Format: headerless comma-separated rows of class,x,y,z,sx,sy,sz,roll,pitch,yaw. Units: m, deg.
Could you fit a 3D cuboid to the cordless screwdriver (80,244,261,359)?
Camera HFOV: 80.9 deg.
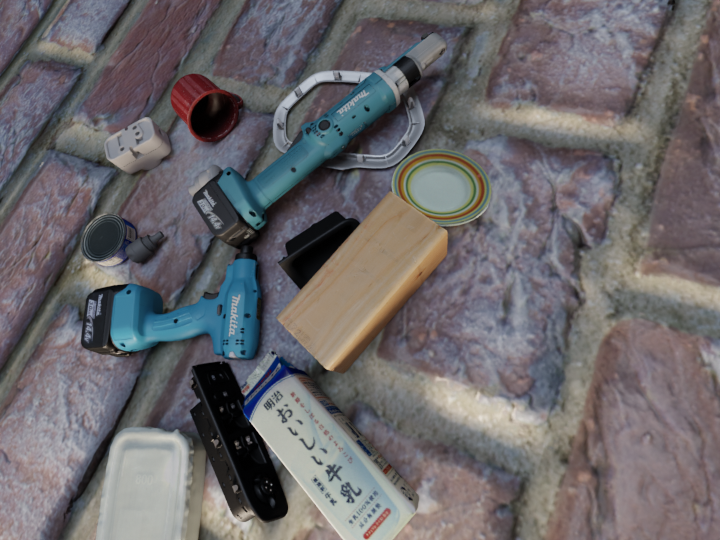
cordless screwdriver,-0.262,0.046,0.606,0.253,0.071,0.162,-3,70,10

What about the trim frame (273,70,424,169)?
trim frame,-0.025,-0.238,0.663,0.257,0.026,0.185,15,77,18

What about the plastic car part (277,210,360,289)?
plastic car part,-0.057,-0.037,0.583,0.116,0.062,0.075,-37,39,-1

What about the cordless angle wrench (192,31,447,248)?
cordless angle wrench,-0.048,-0.195,0.609,0.423,0.071,0.102,-38,70,2

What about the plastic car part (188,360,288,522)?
plastic car part,-0.162,0.215,0.522,0.067,0.063,0.212,-42,66,8
